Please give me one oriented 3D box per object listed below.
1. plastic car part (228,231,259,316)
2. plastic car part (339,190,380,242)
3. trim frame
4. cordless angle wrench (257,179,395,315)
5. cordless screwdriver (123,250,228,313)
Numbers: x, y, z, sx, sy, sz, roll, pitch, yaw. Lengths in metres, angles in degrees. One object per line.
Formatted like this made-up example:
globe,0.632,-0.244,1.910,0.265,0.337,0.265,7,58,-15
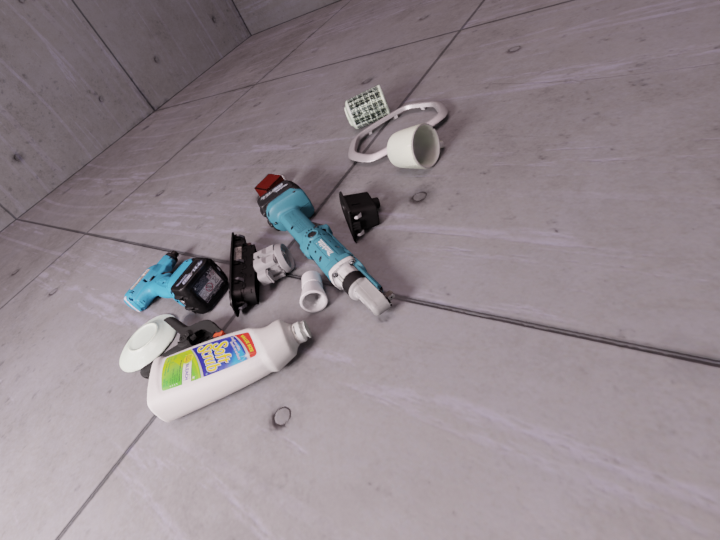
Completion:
plastic car part,-0.217,0.006,0.801,0.066,0.064,0.211,-3,38,-7
plastic car part,0.002,-0.115,0.786,0.071,0.063,0.121,-13,36,-1
trim frame,0.082,-0.322,0.977,0.248,0.026,0.193,-31,37,-2
cordless angle wrench,-0.074,-0.048,0.753,0.097,0.070,0.447,-37,40,-7
cordless screwdriver,-0.380,0.013,0.889,0.260,0.071,0.160,-3,46,36
